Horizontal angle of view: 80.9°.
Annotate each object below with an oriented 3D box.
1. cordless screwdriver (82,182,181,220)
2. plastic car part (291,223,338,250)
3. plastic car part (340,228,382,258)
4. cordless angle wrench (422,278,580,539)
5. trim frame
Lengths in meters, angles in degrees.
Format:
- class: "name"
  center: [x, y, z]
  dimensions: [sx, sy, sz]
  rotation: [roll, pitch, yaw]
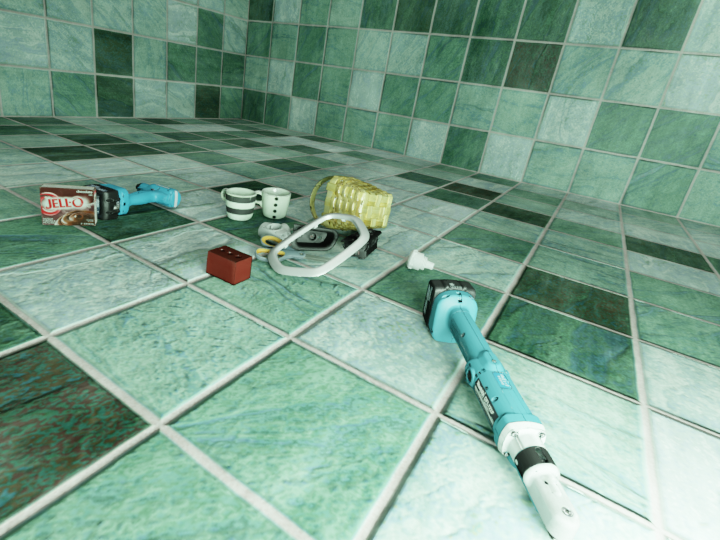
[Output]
- class: "cordless screwdriver"
  center: [-0.634, -0.202, 1.148]
  dimensions: [0.166, 0.073, 0.242]
  rotation: [18, 21, 21]
- class: "plastic car part"
  center: [-0.123, -0.084, 1.074]
  dimensions: [0.113, 0.065, 0.074]
  rotation: [4, 9, -21]
- class: "plastic car part"
  center: [0.012, -0.067, 1.054]
  dimensions: [0.068, 0.066, 0.201]
  rotation: [-4, 16, 16]
- class: "cordless angle wrench"
  center: [0.178, 0.151, 0.596]
  dimensions: [0.074, 0.096, 0.436]
  rotation: [3, 27, -8]
- class: "trim frame"
  center: [-0.093, -0.061, 0.953]
  dimensions: [0.195, 0.026, 0.245]
  rotation: [27, 54, 37]
